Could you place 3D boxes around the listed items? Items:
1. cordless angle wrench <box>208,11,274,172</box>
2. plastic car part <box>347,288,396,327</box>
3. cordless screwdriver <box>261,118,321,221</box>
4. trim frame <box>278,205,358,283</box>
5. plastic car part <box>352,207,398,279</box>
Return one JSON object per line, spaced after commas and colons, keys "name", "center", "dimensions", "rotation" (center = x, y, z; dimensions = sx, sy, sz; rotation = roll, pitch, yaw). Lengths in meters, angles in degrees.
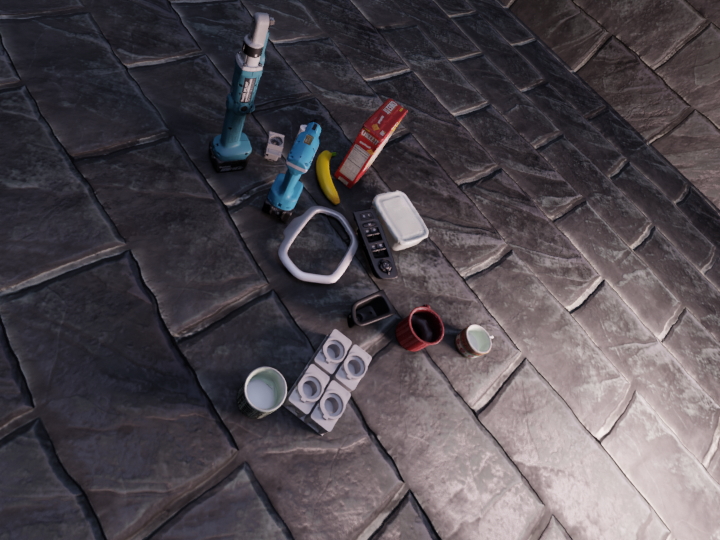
{"name": "cordless angle wrench", "center": [-0.269, -0.383, 0.954], "dimensions": [0.094, 0.425, 0.076], "rotation": [-13, 71, -31]}
{"name": "plastic car part", "center": [0.012, 0.101, 0.992], "dimensions": [0.113, 0.071, 0.068], "rotation": [-19, 72, -31]}
{"name": "cordless screwdriver", "center": [-0.159, -0.238, 1.019], "dimensions": [0.073, 0.250, 0.161], "rotation": [25, 55, -12]}
{"name": "trim frame", "center": [-0.105, -0.069, 1.074], "dimensions": [0.184, 0.027, 0.249], "rotation": [32, 54, -2]}
{"name": "plastic car part", "center": [0.033, -0.061, 1.101], "dimensions": [0.064, 0.067, 0.210], "rotation": [-9, 65, -28]}
